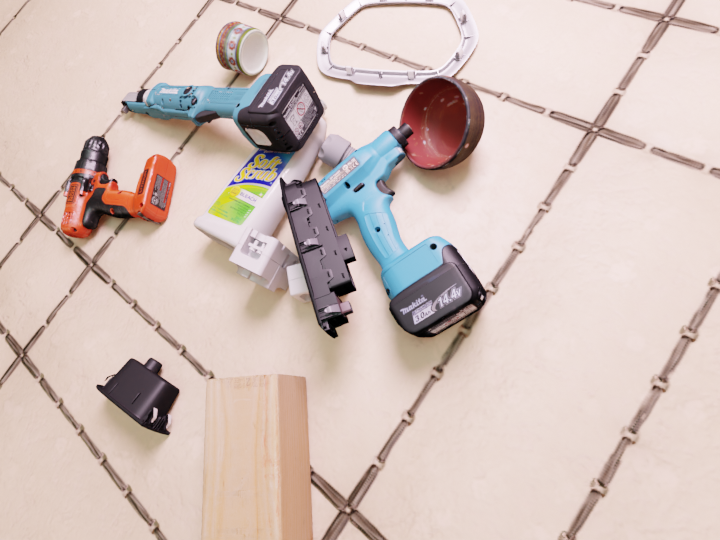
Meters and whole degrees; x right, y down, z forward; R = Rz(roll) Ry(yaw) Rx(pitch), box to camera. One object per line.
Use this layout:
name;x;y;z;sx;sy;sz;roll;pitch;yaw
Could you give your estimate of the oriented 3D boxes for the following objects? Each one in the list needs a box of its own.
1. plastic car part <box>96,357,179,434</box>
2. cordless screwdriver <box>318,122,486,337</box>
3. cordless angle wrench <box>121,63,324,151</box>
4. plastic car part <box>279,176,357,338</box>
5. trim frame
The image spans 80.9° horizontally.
plastic car part;-0.289;0.154;0.563;0.122;0.063;0.071;25;66;26
cordless screwdriver;0.053;-0.056;0.503;0.160;0.070;0.260;-40;62;13
cordless angle wrench;-0.250;-0.257;0.654;0.446;0.070;0.098;18;71;34
plastic car part;-0.047;-0.031;0.485;0.068;0.063;0.210;-28;65;9
trim frame;0.048;-0.354;0.641;0.257;0.026;0.185;15;78;20
